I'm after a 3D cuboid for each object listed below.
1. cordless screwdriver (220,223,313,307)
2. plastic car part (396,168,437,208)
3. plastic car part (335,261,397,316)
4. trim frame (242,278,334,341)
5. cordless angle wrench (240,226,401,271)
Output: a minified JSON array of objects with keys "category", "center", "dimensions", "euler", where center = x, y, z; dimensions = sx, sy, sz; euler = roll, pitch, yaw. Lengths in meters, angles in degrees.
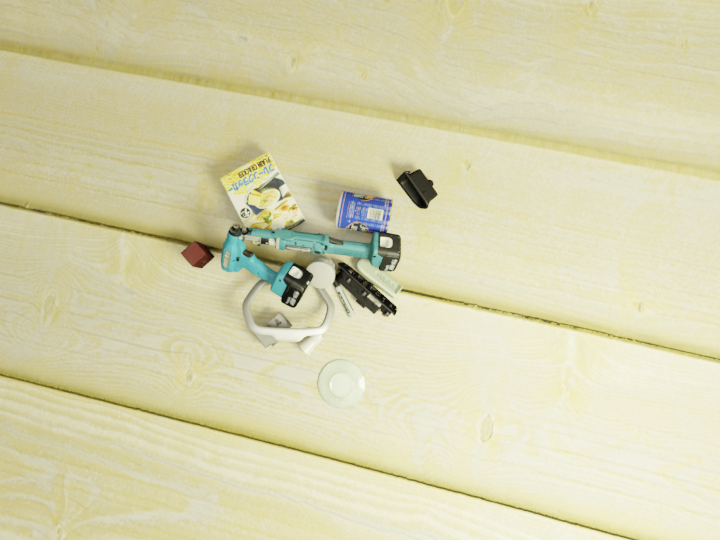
[{"category":"cordless screwdriver","center":[-0.245,-0.016,1.094],"dimensions":[0.252,0.157,0.074],"euler":[27,44,5]},{"category":"plastic car part","center":[0.166,-0.232,1.170],"dimensions":[0.070,0.066,0.117],"euler":[-38,88,-16]},{"category":"plastic car part","center":[0.007,0.056,1.152],"dimensions":[0.205,0.065,0.067],"euler":[45,114,5]},{"category":"trim frame","center":[-0.193,0.100,1.137],"dimensions":[0.245,0.027,0.190],"euler":[1,59,-8]},{"category":"cordless angle wrench","center":[-0.109,-0.072,1.119],"dimensions":[0.422,0.096,0.076],"euler":[7,61,-1]}]
